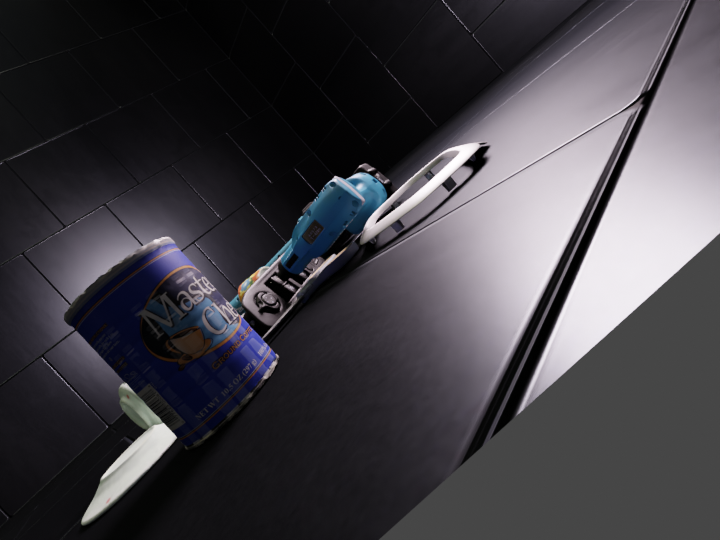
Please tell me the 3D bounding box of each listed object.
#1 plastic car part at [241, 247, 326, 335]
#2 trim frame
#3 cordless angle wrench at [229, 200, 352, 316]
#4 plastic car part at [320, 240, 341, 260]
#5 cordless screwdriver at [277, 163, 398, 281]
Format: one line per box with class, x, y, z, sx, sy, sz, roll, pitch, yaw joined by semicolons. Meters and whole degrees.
plastic car part;-0.114;0.028;0.601;0.067;0.066;0.202;-50;4;25
trim frame;0.072;-0.099;0.522;0.185;0.027;0.248;-41;7;13
cordless angle wrench;-0.188;0.028;0.849;0.426;0.098;0.074;-42;1;21
plastic car part;-0.071;-0.047;0.729;0.116;0.070;0.067;-59;11;12
cordless screwdriver;-0.033;-0.076;0.632;0.160;0.075;0.246;-49;-1;25
